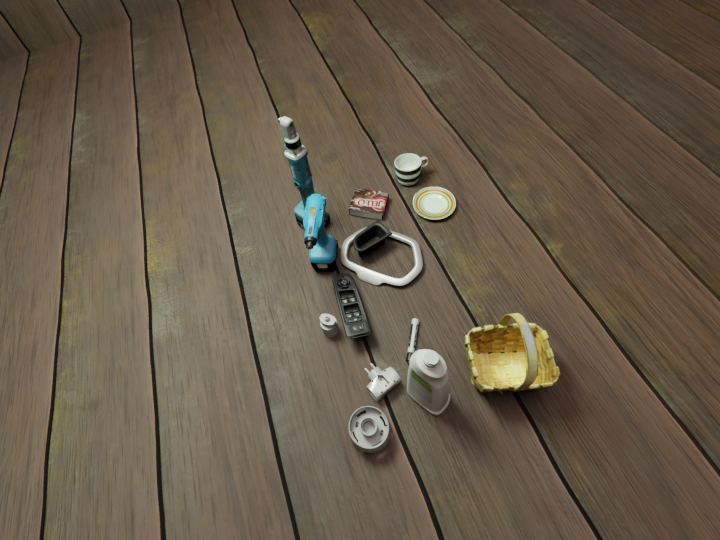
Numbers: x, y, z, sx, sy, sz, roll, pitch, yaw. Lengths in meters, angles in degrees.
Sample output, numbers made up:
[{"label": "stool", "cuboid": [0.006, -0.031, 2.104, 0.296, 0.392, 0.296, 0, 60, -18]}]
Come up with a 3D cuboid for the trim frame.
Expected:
[{"label": "trim frame", "cuboid": [0.060, -0.043, 1.240, 0.258, 0.026, 0.184, 20, 63, 21]}]

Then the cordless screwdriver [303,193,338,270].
[{"label": "cordless screwdriver", "cuboid": [-0.114, -0.074, 1.162, 0.075, 0.239, 0.163, 1, 58, 6]}]

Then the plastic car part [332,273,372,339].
[{"label": "plastic car part", "cuboid": [-0.027, 0.097, 1.142, 0.066, 0.064, 0.211, -16, 56, -3]}]

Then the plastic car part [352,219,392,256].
[{"label": "plastic car part", "cuboid": [0.028, -0.083, 1.246, 0.115, 0.068, 0.069, -35, 60, -14]}]

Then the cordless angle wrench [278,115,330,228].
[{"label": "cordless angle wrench", "cuboid": [-0.163, -0.257, 1.188, 0.102, 0.407, 0.074, 33, 66, 22]}]
